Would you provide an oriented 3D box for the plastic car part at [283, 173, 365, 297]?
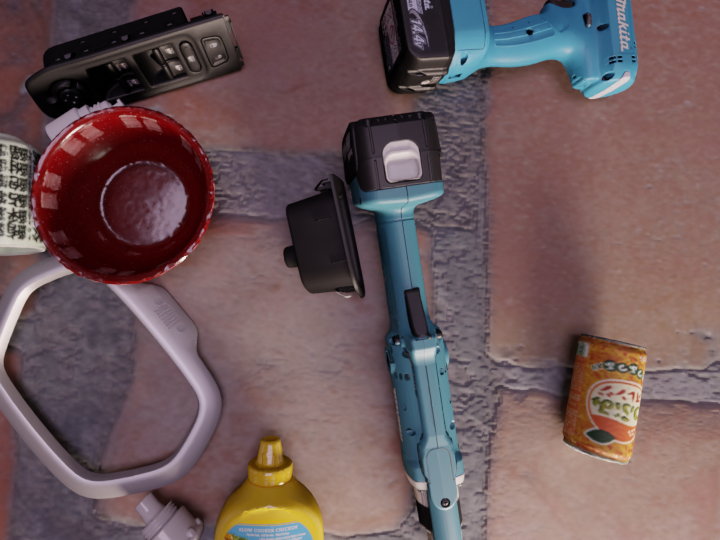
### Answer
[{"bbox_3d":[-0.040,-0.026,0.406,0.072,0.065,0.116,-8,90,10],"label":"plastic car part"}]

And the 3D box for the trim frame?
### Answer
[{"bbox_3d":[-0.245,0.096,0.402,0.184,0.027,0.250,-42,86,-4],"label":"trim frame"}]

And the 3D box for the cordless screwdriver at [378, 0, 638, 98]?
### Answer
[{"bbox_3d":[0.147,-0.256,0.421,0.246,0.075,0.160,-2,86,-6],"label":"cordless screwdriver"}]

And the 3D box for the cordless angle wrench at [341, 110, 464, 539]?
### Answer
[{"bbox_3d":[0.051,0.077,0.387,0.074,0.098,0.423,-8,90,-6],"label":"cordless angle wrench"}]

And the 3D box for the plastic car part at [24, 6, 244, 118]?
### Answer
[{"bbox_3d":[-0.223,-0.208,0.410,0.202,0.065,0.068,-22,79,-4],"label":"plastic car part"}]
